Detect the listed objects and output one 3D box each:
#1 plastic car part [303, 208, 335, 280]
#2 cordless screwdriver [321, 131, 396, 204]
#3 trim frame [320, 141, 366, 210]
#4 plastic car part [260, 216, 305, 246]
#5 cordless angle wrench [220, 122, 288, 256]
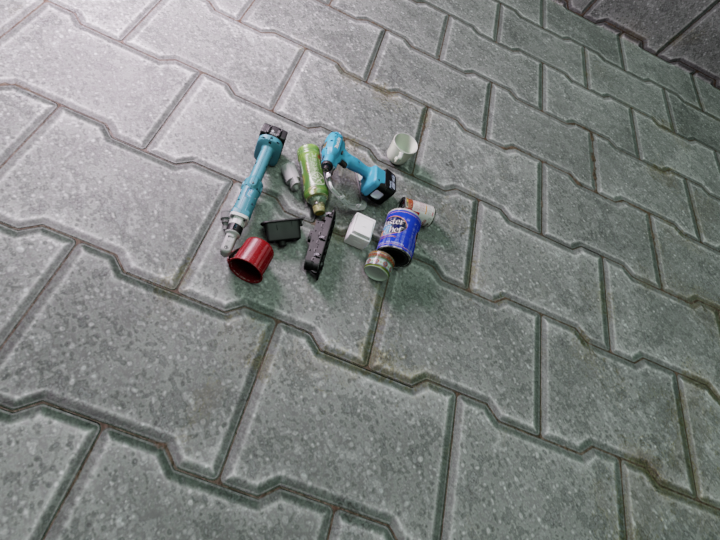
[{"bbox_3d":[-0.111,-0.073,1.138,0.067,0.065,0.207,11,60,-5],"label":"plastic car part"},{"bbox_3d":[-0.010,-0.281,1.225,0.239,0.076,0.162,33,44,-22],"label":"cordless screwdriver"},{"bbox_3d":[-0.045,-0.289,1.267,0.174,0.028,0.257,15,52,-42],"label":"trim frame"},{"bbox_3d":[-0.205,-0.099,1.126,0.113,0.067,0.072,-11,83,-21],"label":"plastic car part"},{"bbox_3d":[-0.289,-0.217,1.124,0.073,0.098,0.430,19,57,-11],"label":"cordless angle wrench"}]
